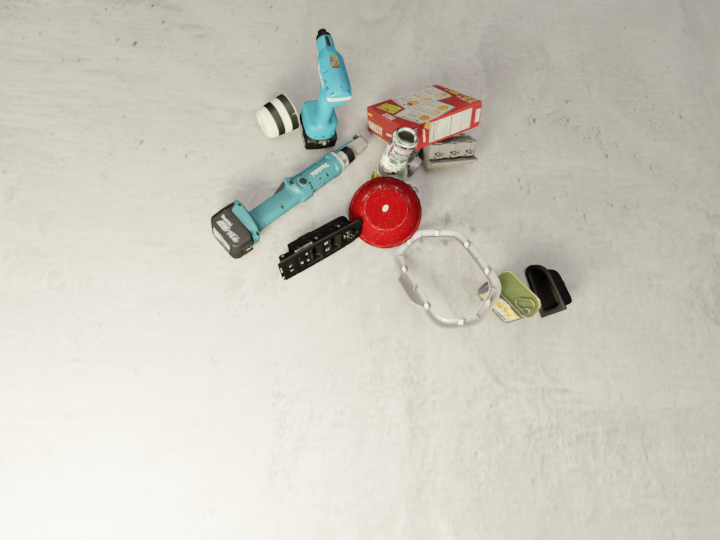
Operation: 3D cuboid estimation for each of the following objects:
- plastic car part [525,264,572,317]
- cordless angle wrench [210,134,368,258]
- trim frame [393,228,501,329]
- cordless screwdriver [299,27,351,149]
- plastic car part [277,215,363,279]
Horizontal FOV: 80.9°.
[{"bbox_3d":[0.427,0.039,0.941,0.068,0.067,0.120,1,65,-27],"label":"plastic car part"},{"bbox_3d":[-0.133,-0.185,0.935,0.417,0.074,0.100,-40,82,-23],"label":"cordless angle wrench"},{"bbox_3d":[0.174,0.008,0.884,0.184,0.026,0.260,-26,58,0],"label":"trim frame"},{"bbox_3d":[-0.083,-0.380,0.918,0.073,0.249,0.162,-10,79,-17],"label":"cordless screwdriver"},{"bbox_3d":[-0.087,-0.057,0.894,0.201,0.063,0.071,-27,48,-11],"label":"plastic car part"}]
